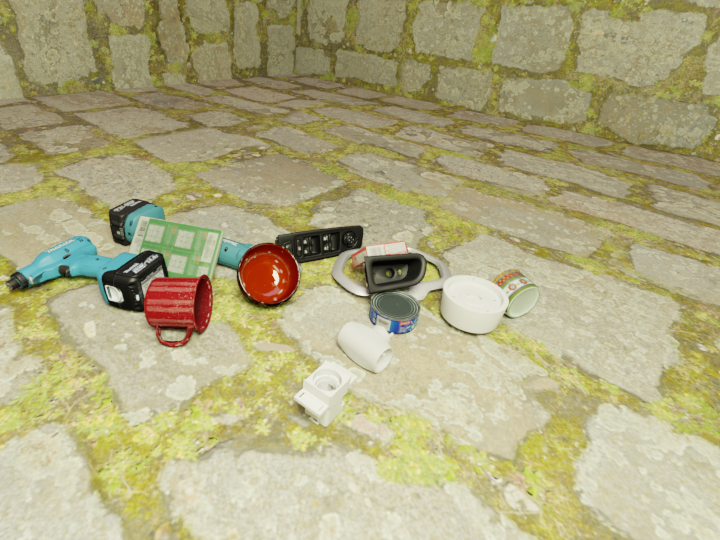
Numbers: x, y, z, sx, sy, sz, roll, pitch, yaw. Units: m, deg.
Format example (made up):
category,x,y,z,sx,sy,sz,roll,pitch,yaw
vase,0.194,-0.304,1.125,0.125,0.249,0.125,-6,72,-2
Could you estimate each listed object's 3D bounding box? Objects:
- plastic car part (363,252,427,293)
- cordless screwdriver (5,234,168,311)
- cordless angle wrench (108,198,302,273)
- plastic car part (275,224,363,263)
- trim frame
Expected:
category,x,y,z,sx,sy,sz,roll,pitch,yaw
plastic car part,0.055,0.004,0.776,0.114,0.066,0.072,-6,-5,-18
cordless screwdriver,-0.474,0.009,0.741,0.258,0.072,0.158,12,33,19
cordless angle wrench,-0.317,-0.053,0.862,0.435,0.072,0.097,17,33,15
plastic car part,-0.089,-0.058,0.909,0.197,0.066,0.069,-10,9,-20
trim frame,0.062,0.001,0.856,0.242,0.027,0.193,-5,32,-18
